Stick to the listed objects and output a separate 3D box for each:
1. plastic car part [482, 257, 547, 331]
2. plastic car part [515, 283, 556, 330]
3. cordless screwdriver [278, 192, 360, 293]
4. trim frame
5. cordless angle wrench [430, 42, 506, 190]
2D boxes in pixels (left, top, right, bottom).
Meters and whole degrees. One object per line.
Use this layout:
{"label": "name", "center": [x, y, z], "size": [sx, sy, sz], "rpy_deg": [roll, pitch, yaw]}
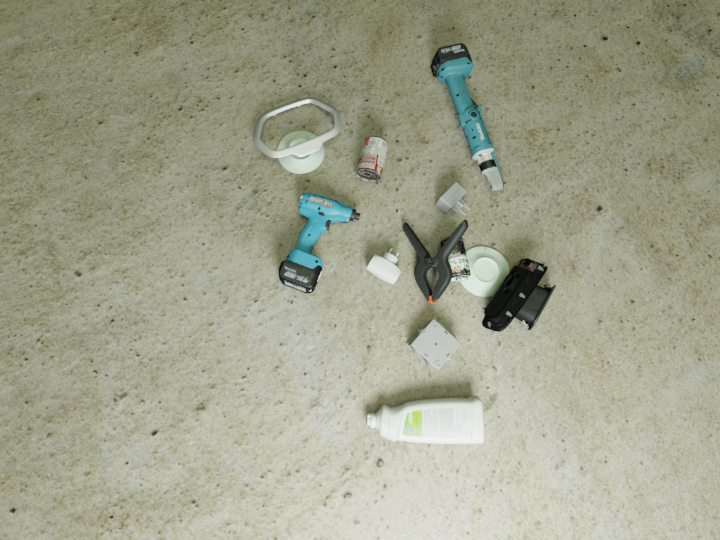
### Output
{"label": "plastic car part", "center": [0.359, 0.054, 1.006], "size": [0.070, 0.063, 0.203], "rpy_deg": [31, 87, 41]}
{"label": "plastic car part", "center": [0.408, 0.076, 1.024], "size": [0.074, 0.063, 0.116], "rpy_deg": [32, 80, 21]}
{"label": "cordless screwdriver", "center": [-0.103, -0.067, 1.051], "size": [0.160, 0.073, 0.251], "rpy_deg": [15, 72, 3]}
{"label": "trim frame", "center": [-0.172, -0.387, 1.145], "size": [0.246, 0.027, 0.191], "rpy_deg": [-24, 65, -10]}
{"label": "cordless angle wrench", "center": [0.300, -0.411, 1.148], "size": [0.097, 0.073, 0.430], "rpy_deg": [-14, 78, -5]}
